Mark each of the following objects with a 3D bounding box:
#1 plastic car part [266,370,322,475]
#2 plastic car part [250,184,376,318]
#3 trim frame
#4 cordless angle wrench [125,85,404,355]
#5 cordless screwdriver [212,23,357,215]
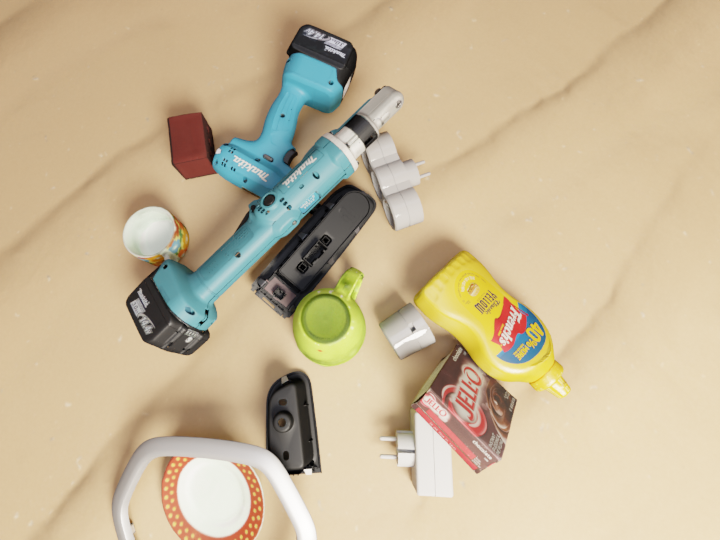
[{"bbox_3d":[-0.084,0.179,0.487,0.066,0.070,0.118,-6,77,0],"label":"plastic car part"},{"bbox_3d":[-0.053,-0.035,0.546,0.066,0.067,0.202,39,76,-1],"label":"plastic car part"},{"bbox_3d":[-0.167,0.275,0.462,0.254,0.027,0.184,-3,88,13],"label":"trim frame"},{"bbox_3d":[-0.103,-0.074,0.524,0.423,0.070,0.103,-44,57,-1],"label":"cordless angle wrench"},{"bbox_3d":[-0.080,-0.207,0.599,0.160,0.074,0.249,29,82,2],"label":"cordless screwdriver"}]
